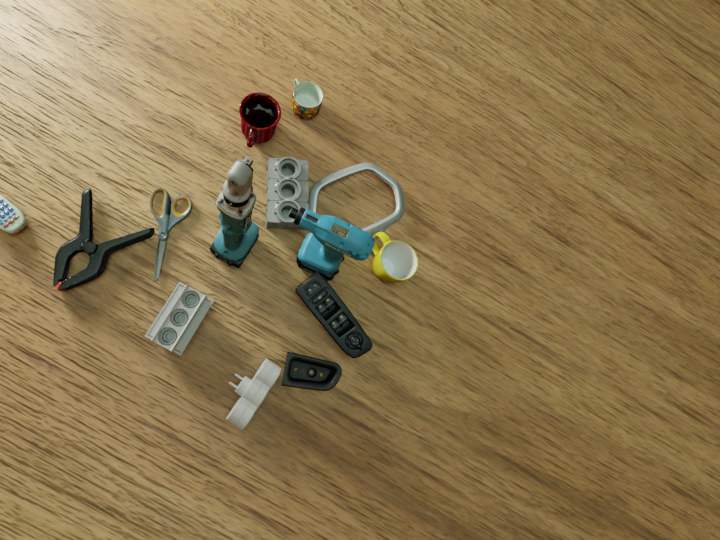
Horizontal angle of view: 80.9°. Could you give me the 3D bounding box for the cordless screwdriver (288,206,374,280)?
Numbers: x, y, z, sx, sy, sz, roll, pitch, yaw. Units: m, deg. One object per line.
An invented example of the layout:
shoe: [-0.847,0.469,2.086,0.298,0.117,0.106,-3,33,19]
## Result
cordless screwdriver: [-0.083,-0.054,0.845,0.157,0.251,0.075,26,74,-10]

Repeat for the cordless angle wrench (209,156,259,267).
cordless angle wrench: [-0.216,-0.090,0.733,0.073,0.428,0.098,32,73,-10]

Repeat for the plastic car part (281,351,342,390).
plastic car part: [-0.104,0.211,0.872,0.114,0.071,0.067,13,76,-11]

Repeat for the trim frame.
trim frame: [-0.010,-0.155,1.001,0.244,0.028,0.186,-25,83,-16]

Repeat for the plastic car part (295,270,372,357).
plastic car part: [-0.058,0.101,0.910,0.065,0.067,0.204,-39,88,-18]
